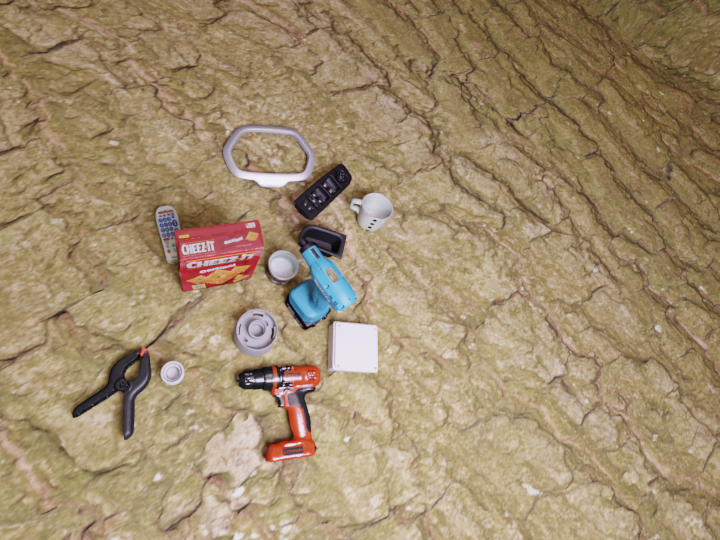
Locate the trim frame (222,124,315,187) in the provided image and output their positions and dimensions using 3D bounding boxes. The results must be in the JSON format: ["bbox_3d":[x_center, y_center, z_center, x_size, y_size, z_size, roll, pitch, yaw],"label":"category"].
[{"bbox_3d":[-0.242,-0.309,1.134,0.242,0.027,0.188,-2,69,-17],"label":"trim frame"}]

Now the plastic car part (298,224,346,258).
[{"bbox_3d":[-0.103,-0.067,1.054,0.114,0.071,0.067,18,66,-11],"label":"plastic car part"}]

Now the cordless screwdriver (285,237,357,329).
[{"bbox_3d":[-0.105,0.035,0.913,0.073,0.251,0.161,-32,85,-27],"label":"cordless screwdriver"}]

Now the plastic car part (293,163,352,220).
[{"bbox_3d":[-0.096,-0.203,1.113,0.066,0.067,0.201,42,63,-1],"label":"plastic car part"}]
